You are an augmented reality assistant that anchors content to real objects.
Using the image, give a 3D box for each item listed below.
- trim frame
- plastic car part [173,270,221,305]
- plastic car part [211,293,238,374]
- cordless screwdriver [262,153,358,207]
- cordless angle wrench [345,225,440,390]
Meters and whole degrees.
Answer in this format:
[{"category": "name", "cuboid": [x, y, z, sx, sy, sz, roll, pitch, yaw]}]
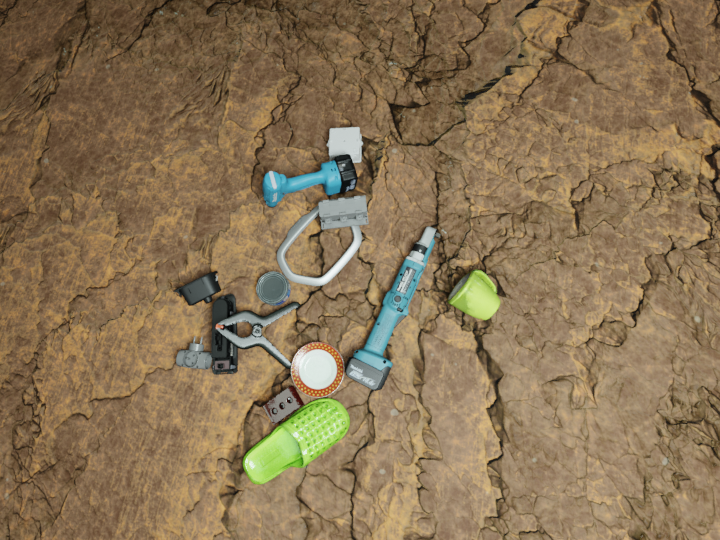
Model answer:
[{"category": "trim frame", "cuboid": [-0.110, -0.072, 1.121, 0.190, 0.027, 0.248, 39, 85, 16]}, {"category": "plastic car part", "cuboid": [-0.422, 0.056, 1.119, 0.116, 0.066, 0.071, -24, 89, -3]}, {"category": "plastic car part", "cuboid": [-0.353, 0.158, 1.076, 0.068, 0.064, 0.207, -8, 71, 12]}, {"category": "cordless screwdriver", "cuboid": [-0.139, -0.227, 1.128, 0.245, 0.159, 0.076, -14, 78, -13]}, {"category": "cordless angle wrench", "cuboid": [0.090, 0.077, 1.027, 0.100, 0.072, 0.424, 23, 77, 12]}]
